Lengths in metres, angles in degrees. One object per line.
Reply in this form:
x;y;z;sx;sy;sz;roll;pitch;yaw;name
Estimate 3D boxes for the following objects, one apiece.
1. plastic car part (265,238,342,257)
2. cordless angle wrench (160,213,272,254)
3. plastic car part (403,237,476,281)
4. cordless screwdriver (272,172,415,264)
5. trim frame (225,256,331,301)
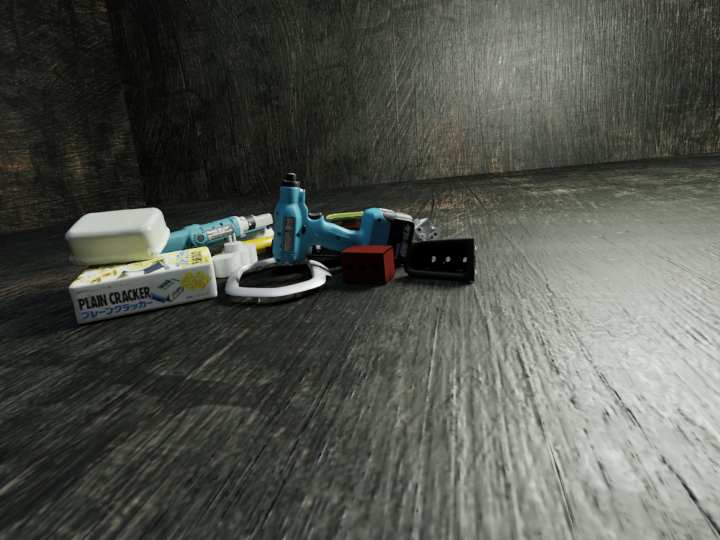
-0.082;-0.053;0.834;0.199;0.067;0.068;7;1;-12;plastic car part
-0.376;-0.071;0.963;0.409;0.096;0.078;-24;19;-39;cordless angle wrench
0.137;-0.018;0.687;0.122;0.066;0.067;1;0;38;plastic car part
-0.031;-0.088;0.764;0.245;0.157;0.076;2;11;-10;cordless screwdriver
-0.146;0.010;0.755;0.182;0.027;0.255;-10;14;-9;trim frame
